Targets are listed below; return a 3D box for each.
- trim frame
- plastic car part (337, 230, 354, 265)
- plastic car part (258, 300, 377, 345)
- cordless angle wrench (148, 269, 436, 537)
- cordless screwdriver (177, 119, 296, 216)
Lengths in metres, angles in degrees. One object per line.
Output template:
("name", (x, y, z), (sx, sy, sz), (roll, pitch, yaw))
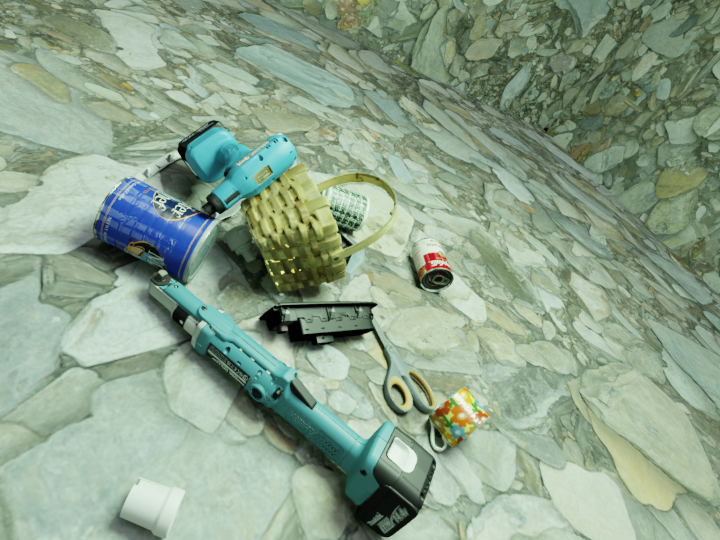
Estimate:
("trim frame", (-0.304, -0.158, 0.784), (0.183, 0.027, 0.251), (29, 34, -5))
("plastic car part", (-0.078, -0.051, 0.798), (0.121, 0.065, 0.069), (42, 51, 20))
("plastic car part", (-0.050, 0.078, 0.654), (0.194, 0.067, 0.069), (-3, 59, -38))
("cordless angle wrench", (-0.112, 0.137, 0.527), (0.434, 0.097, 0.073), (36, 35, 13))
("cordless screwdriver", (-0.227, -0.168, 0.685), (0.158, 0.071, 0.263), (-44, 42, -17))
